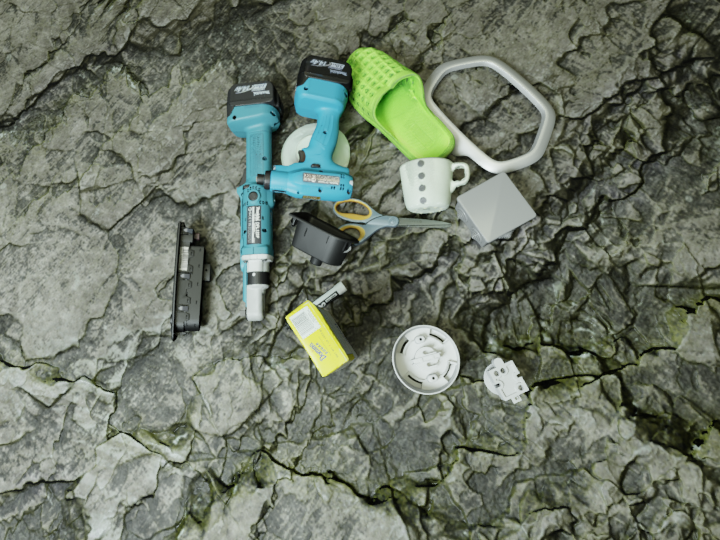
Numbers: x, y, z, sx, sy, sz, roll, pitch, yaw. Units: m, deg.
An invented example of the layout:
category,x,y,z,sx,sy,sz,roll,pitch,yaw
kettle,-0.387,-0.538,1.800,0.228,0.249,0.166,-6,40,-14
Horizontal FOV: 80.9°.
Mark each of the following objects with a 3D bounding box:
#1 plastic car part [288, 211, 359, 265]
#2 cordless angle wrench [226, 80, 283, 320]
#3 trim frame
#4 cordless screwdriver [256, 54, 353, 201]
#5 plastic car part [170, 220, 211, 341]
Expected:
category,x,y,z,sx,sy,sz,roll,pitch,yaw
plastic car part,-0.070,-0.046,0.712,0.121,0.064,0.070,32,108,19
cordless angle wrench,-0.184,-0.125,0.749,0.099,0.072,0.429,-4,78,5
trim frame,0.220,-0.279,0.745,0.184,0.027,0.255,-38,76,-3
cordless screwdriver,-0.091,-0.242,0.729,0.157,0.074,0.252,4,76,-7
plastic car part,-0.297,0.021,0.737,0.065,0.067,0.206,7,75,-19
